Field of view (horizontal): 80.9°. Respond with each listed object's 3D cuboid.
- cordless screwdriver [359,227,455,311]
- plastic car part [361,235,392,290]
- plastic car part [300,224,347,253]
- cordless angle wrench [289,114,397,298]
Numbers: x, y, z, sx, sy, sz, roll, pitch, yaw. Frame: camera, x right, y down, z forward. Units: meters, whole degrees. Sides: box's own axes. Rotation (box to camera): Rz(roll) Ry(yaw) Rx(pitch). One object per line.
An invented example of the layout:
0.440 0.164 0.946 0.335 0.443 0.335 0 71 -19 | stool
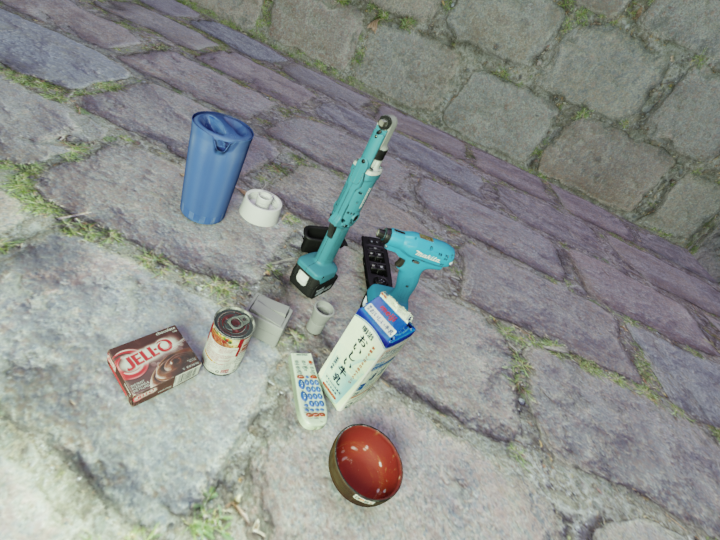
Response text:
0.065 0.021 0.882 0.156 0.247 0.076 19 35 -13 | cordless screwdriver
0.034 -0.002 1.054 0.064 0.066 0.210 15 36 -18 | plastic car part
-0.103 -0.067 1.052 0.111 0.070 0.069 3 41 -31 | plastic car part
-0.030 -0.119 0.855 0.077 0.420 0.095 42 36 18 | cordless angle wrench
